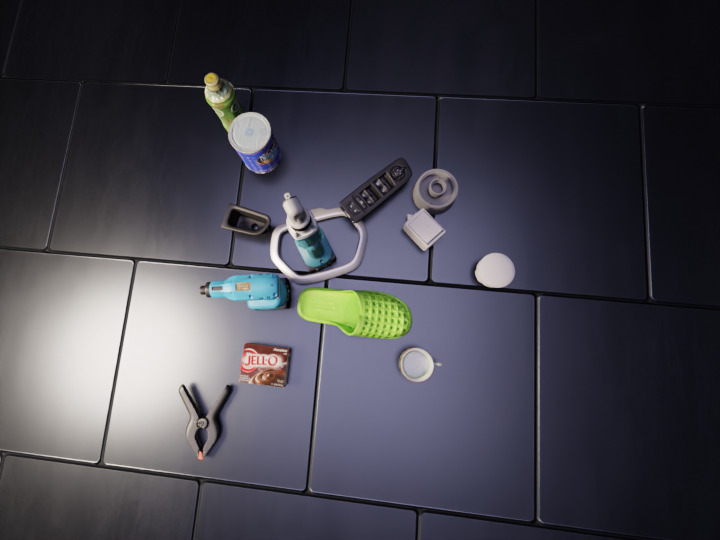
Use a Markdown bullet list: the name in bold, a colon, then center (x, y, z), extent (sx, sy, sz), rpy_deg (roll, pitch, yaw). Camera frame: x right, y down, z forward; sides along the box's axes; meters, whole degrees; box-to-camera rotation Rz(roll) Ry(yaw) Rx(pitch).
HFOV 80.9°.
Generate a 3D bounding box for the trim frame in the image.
- **trim frame**: center (-0.103, -0.067, 1.054), extent (0.249, 0.027, 0.187), rpy_deg (-17, 79, 1)

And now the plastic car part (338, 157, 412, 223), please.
- **plastic car part**: center (0.042, -0.195, 1.046), extent (0.202, 0.066, 0.067), rpy_deg (-40, 82, -3)

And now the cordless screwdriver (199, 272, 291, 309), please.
- **cordless screwdriver**: center (-0.240, 0.047, 0.933), extent (0.160, 0.245, 0.075), rpy_deg (-3, 82, 0)

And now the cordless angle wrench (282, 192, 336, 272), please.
- **cordless angle wrench**: center (-0.107, -0.071, 0.857), extent (0.074, 0.417, 0.099), rpy_deg (-27, 84, -4)

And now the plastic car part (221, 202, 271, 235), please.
- **plastic car part**: center (-0.276, -0.116, 1.055), extent (0.118, 0.070, 0.066), rpy_deg (16, 82, 6)
